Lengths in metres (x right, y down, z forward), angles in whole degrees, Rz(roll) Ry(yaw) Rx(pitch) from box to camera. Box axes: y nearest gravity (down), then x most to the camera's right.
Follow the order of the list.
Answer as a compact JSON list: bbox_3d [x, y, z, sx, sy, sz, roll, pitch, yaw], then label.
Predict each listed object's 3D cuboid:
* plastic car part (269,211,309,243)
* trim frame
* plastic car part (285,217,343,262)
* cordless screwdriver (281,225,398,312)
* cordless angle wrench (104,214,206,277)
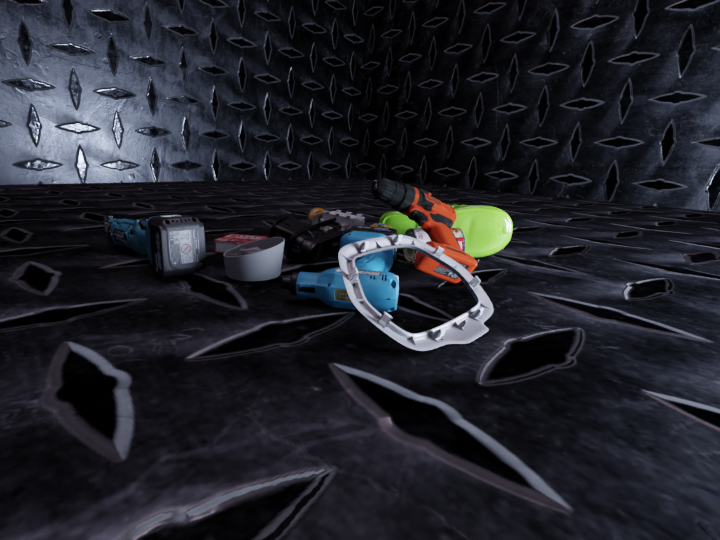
[{"bbox_3d":[-0.154,-0.086,0.966,0.072,0.065,0.115,19,21,8],"label":"plastic car part"},{"bbox_3d":[0.077,0.018,0.535,0.238,0.027,0.193,-11,51,-47],"label":"trim frame"},{"bbox_3d":[-0.084,-0.055,0.859,0.069,0.066,0.197,35,24,16],"label":"plastic car part"},{"bbox_3d":[-0.017,-0.009,0.666,0.162,0.073,0.249,4,19,8],"label":"cordless screwdriver"},{"bbox_3d":[-0.428,-0.067,0.820,0.071,0.097,0.446,-10,15,-42],"label":"cordless angle wrench"}]
